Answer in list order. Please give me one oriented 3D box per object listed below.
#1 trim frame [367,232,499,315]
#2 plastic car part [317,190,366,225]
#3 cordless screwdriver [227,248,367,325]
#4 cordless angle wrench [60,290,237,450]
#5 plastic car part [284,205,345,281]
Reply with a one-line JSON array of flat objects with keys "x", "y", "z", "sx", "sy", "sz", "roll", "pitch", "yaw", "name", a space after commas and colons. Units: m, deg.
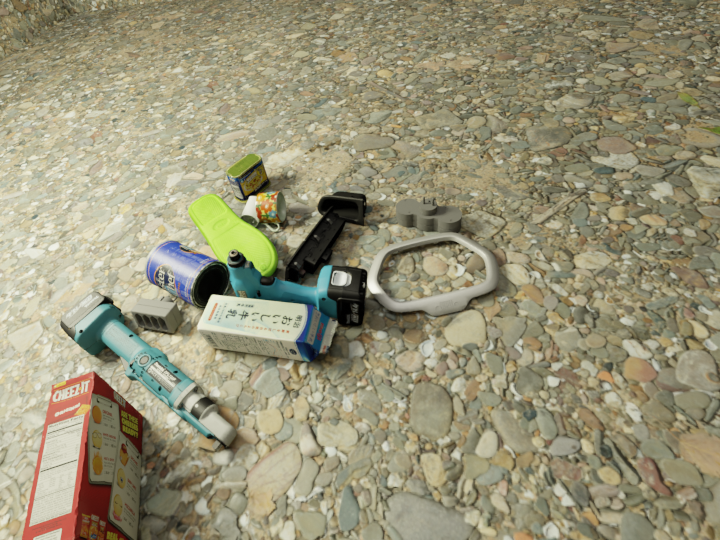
[{"x": 0.135, "y": 0.003, "z": 0.809, "sx": 0.248, "sy": 0.026, "sz": 0.192, "roll": -13, "pitch": 47, "yaw": -2, "name": "trim frame"}, {"x": -0.033, "y": -0.154, "z": 0.967, "sx": 0.122, "sy": 0.064, "sz": 0.070, "roll": 16, "pitch": 38, "yaw": 27, "name": "plastic car part"}, {"x": -0.114, "y": 0.025, "z": 0.757, "sx": 0.254, "sy": 0.153, "sz": 0.076, "roll": 3, "pitch": 49, "yaw": 11, "name": "cordless screwdriver"}, {"x": -0.371, "y": 0.171, "z": 0.744, "sx": 0.444, "sy": 0.071, "sz": 0.097, "roll": 25, "pitch": 58, "yaw": 27, "name": "cordless angle wrench"}, {"x": -0.087, "y": -0.057, "z": 0.885, "sx": 0.069, "sy": 0.064, "sz": 0.204, "roll": 18, "pitch": 54, "yaw": 12, "name": "plastic car part"}]
